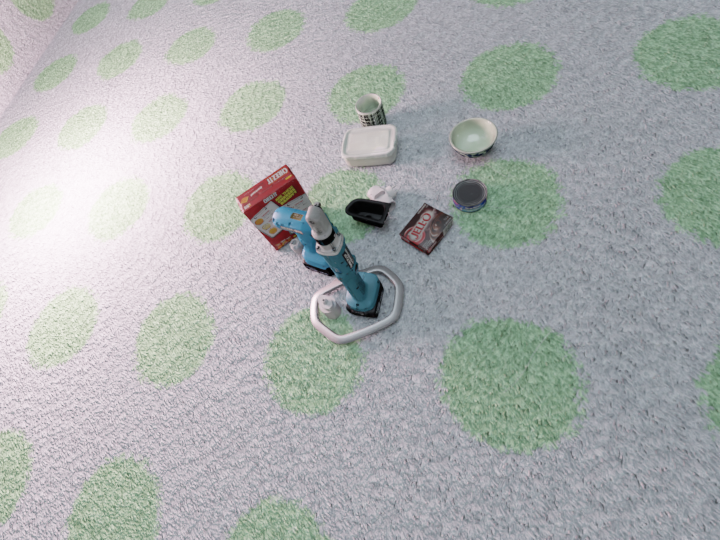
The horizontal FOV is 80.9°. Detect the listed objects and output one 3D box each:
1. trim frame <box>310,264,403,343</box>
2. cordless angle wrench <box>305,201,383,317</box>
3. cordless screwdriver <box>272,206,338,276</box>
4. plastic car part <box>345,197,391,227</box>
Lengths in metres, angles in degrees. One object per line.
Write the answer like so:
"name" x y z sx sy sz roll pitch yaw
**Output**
"trim frame" -0.010 0.080 1.060 0.250 0.026 0.192 -26 58 5
"cordless angle wrench" -0.033 -0.010 0.893 0.077 0.403 0.099 7 66 20
"cordless screwdriver" -0.102 -0.067 1.046 0.166 0.237 0.075 16 70 24
"plastic car part" 0.023 -0.150 1.145 0.122 0.067 0.066 15 69 25
